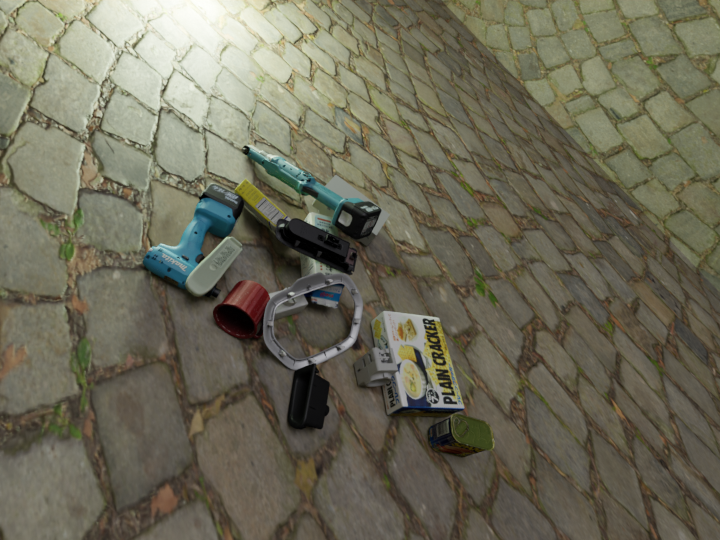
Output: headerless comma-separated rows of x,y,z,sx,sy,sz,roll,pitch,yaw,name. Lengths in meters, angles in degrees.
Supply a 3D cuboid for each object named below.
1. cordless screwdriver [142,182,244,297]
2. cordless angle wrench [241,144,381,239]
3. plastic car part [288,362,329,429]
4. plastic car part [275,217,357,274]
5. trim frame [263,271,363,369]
-0.324,-0.064,0.902,0.157,0.075,0.251,28,50,-8,cordless screwdriver
-0.145,-0.220,1.071,0.441,0.074,0.094,34,27,23,cordless angle wrench
-0.090,0.247,0.797,0.067,0.067,0.119,28,47,-30,plastic car part
-0.090,-0.059,0.923,0.198,0.068,0.067,23,65,-14,plastic car part
-0.089,0.099,0.875,0.240,0.028,0.183,-17,95,-32,trim frame
